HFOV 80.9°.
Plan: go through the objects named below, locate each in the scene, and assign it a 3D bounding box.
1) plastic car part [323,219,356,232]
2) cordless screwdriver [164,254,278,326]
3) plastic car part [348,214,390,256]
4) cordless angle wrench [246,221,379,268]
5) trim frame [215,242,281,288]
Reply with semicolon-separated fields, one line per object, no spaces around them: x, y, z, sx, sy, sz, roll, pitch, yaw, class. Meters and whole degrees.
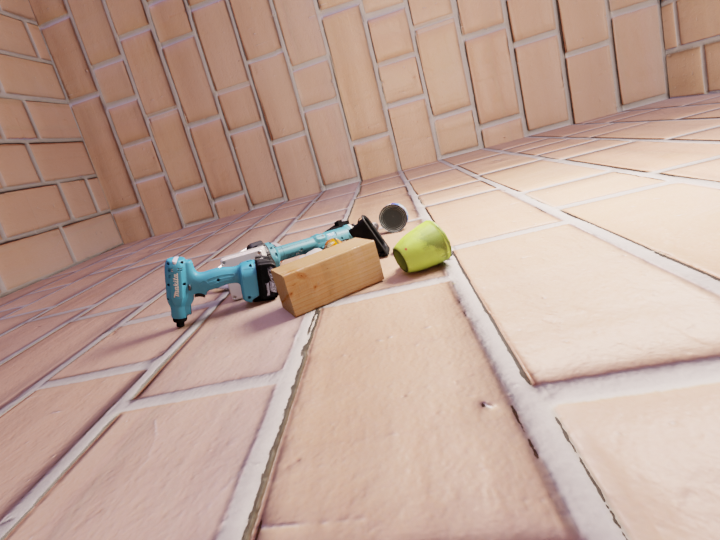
-0.070;-0.124;1.365;0.069;0.065;0.201;-2;23;21;plastic car part
-0.312;0.045;0.963;0.244;0.157;0.077;-3;14;-12;cordless screwdriver
0.015;-0.077;1.069;0.072;0.115;0.066;-37;7;17;plastic car part
-0.119;-0.078;1.215;0.411;0.078;0.096;-19;-30;-27;cordless angle wrench
-0.331;-0.017;1.237;0.194;0.026;0.244;10;38;38;trim frame
